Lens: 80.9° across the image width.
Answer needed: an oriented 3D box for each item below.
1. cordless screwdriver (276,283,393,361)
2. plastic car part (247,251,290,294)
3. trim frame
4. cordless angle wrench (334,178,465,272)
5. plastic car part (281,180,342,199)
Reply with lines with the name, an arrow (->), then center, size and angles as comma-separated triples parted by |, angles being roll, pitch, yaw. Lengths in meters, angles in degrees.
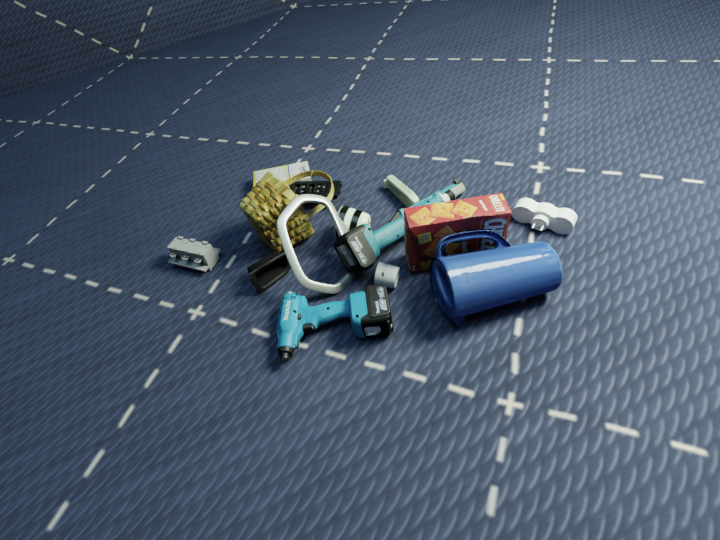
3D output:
cordless screwdriver -> -0.058, 0.113, 0.896 | 0.253, 0.071, 0.164 | -6, 48, 11
plastic car part -> -0.233, -0.007, 1.054 | 0.115, 0.063, 0.075 | -39, 39, -27
trim frame -> -0.098, -0.064, 0.998 | 0.179, 0.028, 0.250 | -21, 85, -29
cordless angle wrench -> 0.124, -0.130, 1.061 | 0.414, 0.098, 0.076 | -32, 3, -27
plastic car part -> -0.155, -0.223, 1.220 | 0.207, 0.064, 0.067 | 4, 56, 11
